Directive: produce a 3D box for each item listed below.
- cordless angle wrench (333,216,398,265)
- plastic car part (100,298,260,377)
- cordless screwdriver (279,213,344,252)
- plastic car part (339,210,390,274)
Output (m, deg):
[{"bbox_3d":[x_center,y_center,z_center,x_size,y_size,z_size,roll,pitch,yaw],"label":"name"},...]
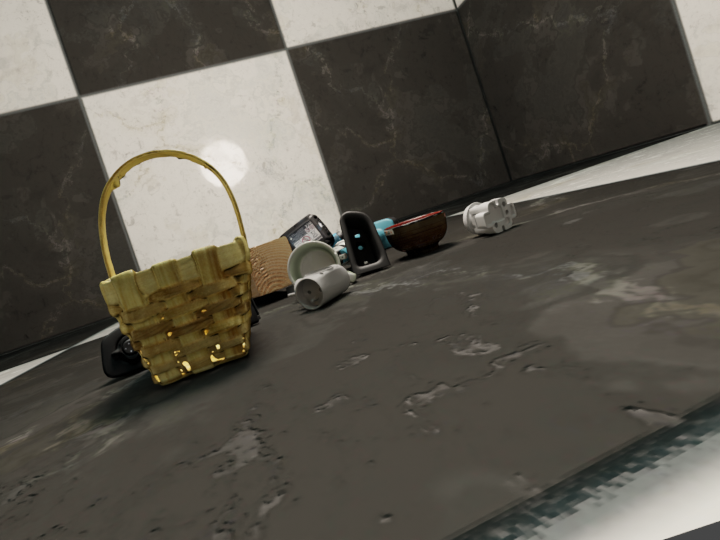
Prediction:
[{"bbox_3d":[0.005,-0.059,0.950,0.100,0.074,0.414,-17,6,20],"label":"cordless angle wrench"},{"bbox_3d":[-0.245,0.080,0.575,0.197,0.067,0.068,-22,-4,-29],"label":"plastic car part"},{"bbox_3d":[-0.092,-0.060,0.940,0.158,0.075,0.246,-37,-6,-7],"label":"cordless screwdriver"},{"bbox_3d":[0.003,-0.045,0.763,0.066,0.120,0.069,-17,-21,-4],"label":"plastic car part"}]
